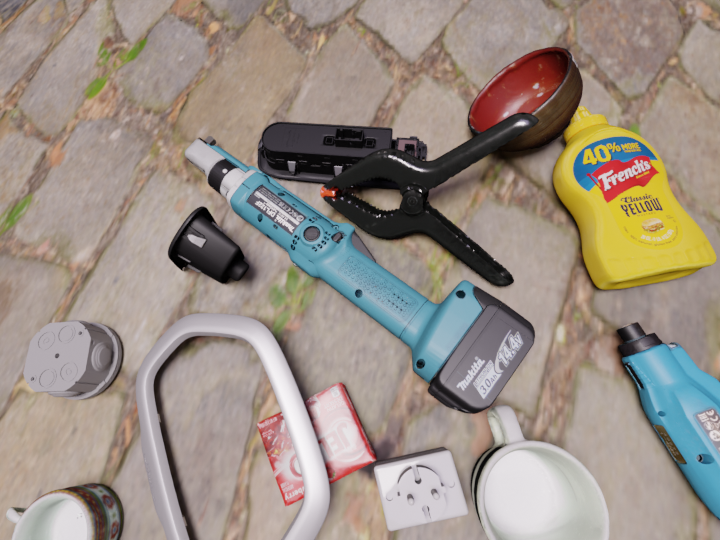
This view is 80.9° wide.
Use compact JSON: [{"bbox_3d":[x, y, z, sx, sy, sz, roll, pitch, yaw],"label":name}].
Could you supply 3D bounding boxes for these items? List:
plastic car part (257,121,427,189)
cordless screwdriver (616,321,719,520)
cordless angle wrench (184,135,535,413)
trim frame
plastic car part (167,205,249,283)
[{"bbox_3d":[-0.029,-0.135,0.483,0.208,0.065,0.067,6,78,13],"label":"plastic car part"},{"bbox_3d":[0.357,0.079,0.337,0.250,0.071,0.164,-24,68,3],"label":"cordless screwdriver"},{"bbox_3d":[-0.043,-0.028,0.440,0.440,0.071,0.098,36,78,21],"label":"cordless angle wrench"},{"bbox_3d":[-0.129,0.156,0.384,0.186,0.026,0.257,-31,69,10],"label":"trim frame"},{"bbox_3d":[-0.149,-0.016,0.435,0.070,0.118,0.066,36,77,-9],"label":"plastic car part"}]
